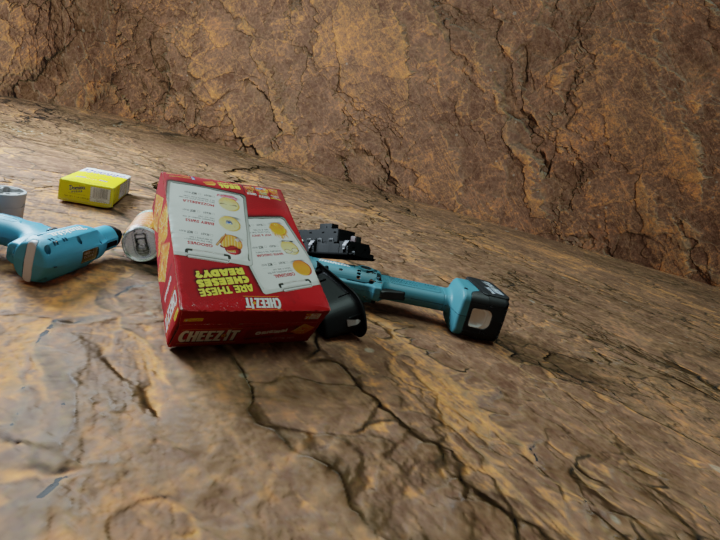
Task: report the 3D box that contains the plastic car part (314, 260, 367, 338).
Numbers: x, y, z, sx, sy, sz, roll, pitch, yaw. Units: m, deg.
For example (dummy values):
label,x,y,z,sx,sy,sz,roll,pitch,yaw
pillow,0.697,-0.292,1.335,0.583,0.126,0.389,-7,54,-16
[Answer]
label,x,y,z,sx,sy,sz,roll,pitch,yaw
plastic car part,-0.052,0.046,0.547,0.068,0.064,0.123,-13,32,-31

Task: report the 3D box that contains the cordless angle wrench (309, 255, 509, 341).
label,x,y,z,sx,sy,sz,roll,pitch,yaw
cordless angle wrench,0.004,0.022,0.651,0.421,0.073,0.099,11,15,-3

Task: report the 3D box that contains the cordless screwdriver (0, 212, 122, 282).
label,x,y,z,sx,sy,sz,roll,pitch,yaw
cordless screwdriver,-0.445,-0.064,0.534,0.250,0.074,0.160,19,15,1

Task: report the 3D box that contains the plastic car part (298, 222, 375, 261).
label,x,y,z,sx,sy,sz,roll,pitch,yaw
plastic car part,-0.071,-0.046,0.726,0.213,0.067,0.063,-1,-1,44
